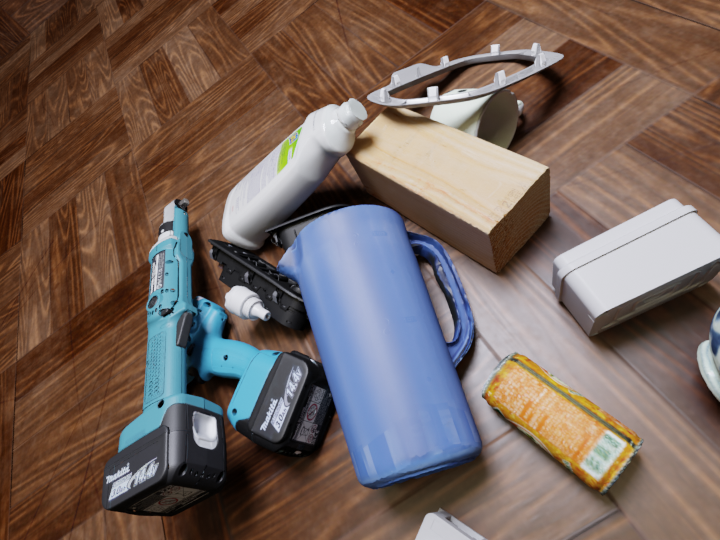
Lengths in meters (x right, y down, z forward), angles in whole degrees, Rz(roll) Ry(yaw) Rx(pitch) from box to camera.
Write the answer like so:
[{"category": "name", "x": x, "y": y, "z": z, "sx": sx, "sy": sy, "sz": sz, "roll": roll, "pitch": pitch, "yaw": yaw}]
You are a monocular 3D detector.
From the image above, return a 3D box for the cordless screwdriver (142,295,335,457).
[{"category": "cordless screwdriver", "x": -0.156, "y": 0.137, "z": 0.495, "sx": 0.262, "sy": 0.070, "sz": 0.159, "roll": 16, "pitch": 73, "yaw": 36}]

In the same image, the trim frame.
[{"category": "trim frame", "x": 0.124, "y": -0.243, "z": 0.520, "sx": 0.244, "sy": 0.026, "sz": 0.195, "roll": -33, "pitch": 36, "yaw": -24}]

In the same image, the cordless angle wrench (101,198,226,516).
[{"category": "cordless angle wrench", "x": -0.231, "y": 0.050, "z": 0.518, "sx": 0.099, "sy": 0.070, "sz": 0.443, "roll": -34, "pitch": 46, "yaw": 13}]

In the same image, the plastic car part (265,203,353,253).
[{"category": "plastic car part", "x": -0.053, "y": -0.035, "z": 0.547, "sx": 0.119, "sy": 0.063, "sz": 0.073, "roll": -17, "pitch": 73, "yaw": 14}]

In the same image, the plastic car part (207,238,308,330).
[{"category": "plastic car part", "x": -0.128, "y": 0.019, "z": 0.549, "sx": 0.214, "sy": 0.063, "sz": 0.067, "roll": 23, "pitch": 86, "yaw": 34}]
